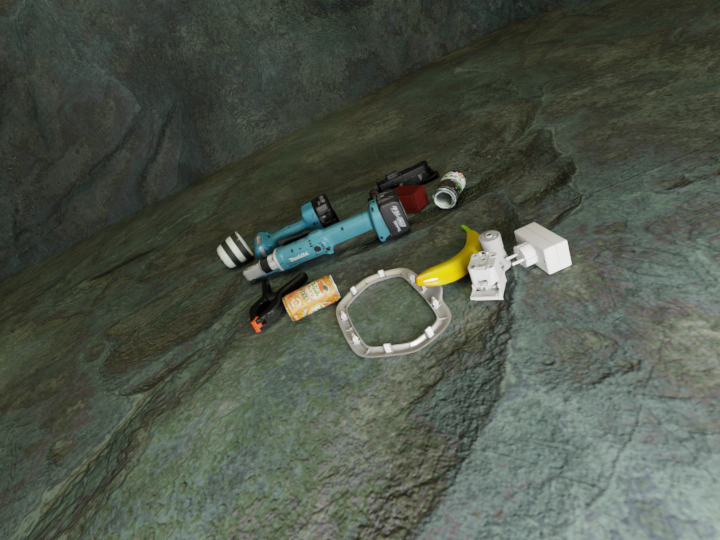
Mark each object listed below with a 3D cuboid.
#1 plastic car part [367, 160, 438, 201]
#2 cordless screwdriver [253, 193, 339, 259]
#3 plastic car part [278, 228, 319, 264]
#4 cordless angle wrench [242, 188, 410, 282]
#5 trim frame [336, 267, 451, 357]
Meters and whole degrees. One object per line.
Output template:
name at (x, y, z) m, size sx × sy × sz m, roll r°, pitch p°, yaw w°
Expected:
plastic car part at (0.111, -0.247, 1.165) m, size 0.204 × 0.065 × 0.068 m, roll -21°, pitch 20°, yaw 3°
cordless screwdriver at (-0.190, -0.124, 1.191) m, size 0.249 × 0.071 × 0.166 m, roll -30°, pitch 28°, yaw 0°
plastic car part at (-0.142, -0.070, 1.081) m, size 0.117 × 0.065 × 0.072 m, roll -19°, pitch 13°, yaw 5°
cordless angle wrench at (-0.098, -0.064, 1.002) m, size 0.430 × 0.094 × 0.076 m, roll -21°, pitch 30°, yaw 15°
trim frame at (0.050, 0.063, 0.731) m, size 0.184 × 0.026 × 0.258 m, roll -26°, pitch 27°, yaw -3°
